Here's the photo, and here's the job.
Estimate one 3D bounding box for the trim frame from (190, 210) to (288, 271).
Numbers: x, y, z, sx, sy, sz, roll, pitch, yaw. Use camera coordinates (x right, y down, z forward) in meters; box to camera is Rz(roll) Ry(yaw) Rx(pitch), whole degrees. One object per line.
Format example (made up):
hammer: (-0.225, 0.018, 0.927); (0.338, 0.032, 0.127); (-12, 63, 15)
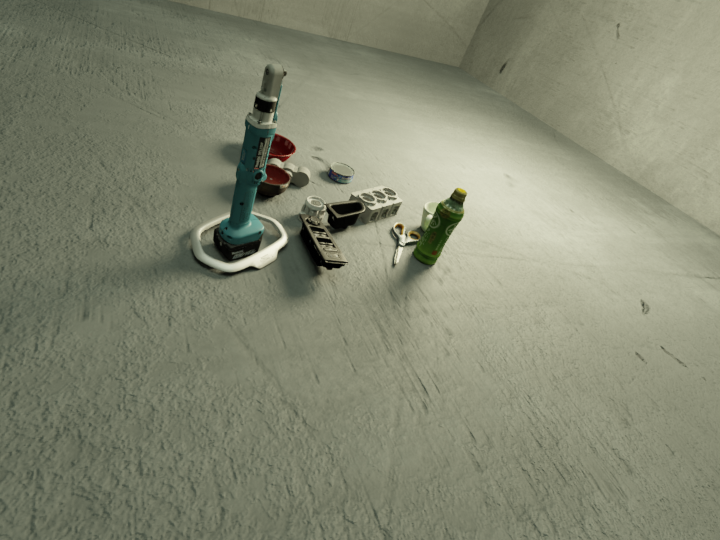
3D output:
trim frame: (-0.280, -0.073, 0.990); (0.191, 0.027, 0.243); (34, 39, 18)

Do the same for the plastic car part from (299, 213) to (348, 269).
plastic car part: (-0.101, -0.066, 1.030); (0.064, 0.066, 0.213); (-1, 42, -28)

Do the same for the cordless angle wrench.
cordless angle wrench: (-0.220, -0.204, 0.856); (0.094, 0.418, 0.078); (-17, 53, -42)

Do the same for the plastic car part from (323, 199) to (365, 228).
plastic car part: (-0.044, -0.146, 1.153); (0.112, 0.070, 0.069); (-12, 48, -36)
